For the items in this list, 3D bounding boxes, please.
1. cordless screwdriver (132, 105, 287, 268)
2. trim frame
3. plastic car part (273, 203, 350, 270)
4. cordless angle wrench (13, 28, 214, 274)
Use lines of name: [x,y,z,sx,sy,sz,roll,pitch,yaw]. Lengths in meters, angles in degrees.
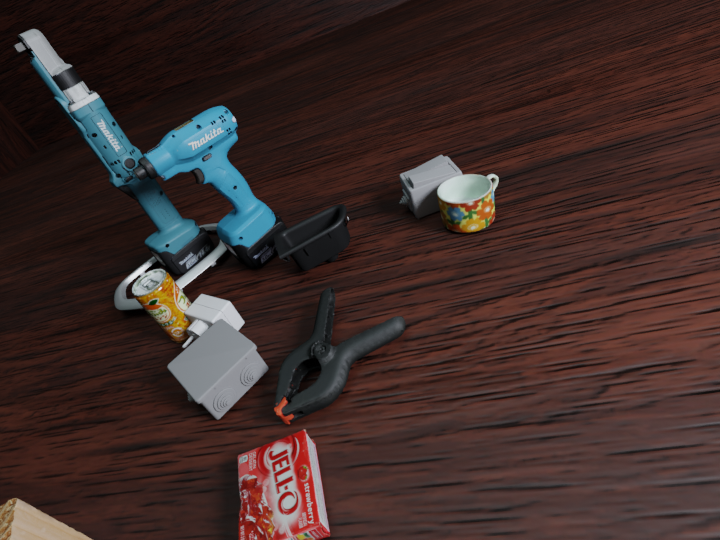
cordless screwdriver: [-0.220,-0.107,0.656,0.157,0.237,0.079,-40,39,-21]
trim frame: [-0.343,-0.012,0.785,0.195,0.026,0.246,17,54,41]
plastic car part: [-0.061,-0.040,0.628,0.116,0.068,0.069,-25,37,-1]
cordless angle wrench: [-0.387,-0.174,0.691,0.078,0.404,0.097,17,52,42]
